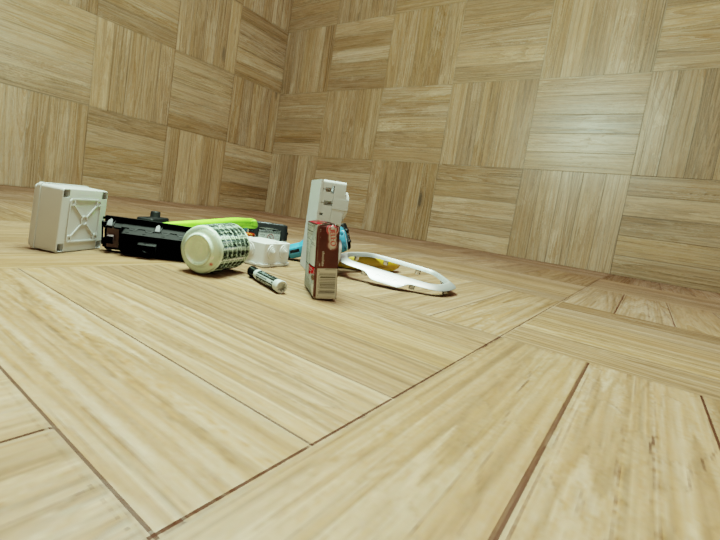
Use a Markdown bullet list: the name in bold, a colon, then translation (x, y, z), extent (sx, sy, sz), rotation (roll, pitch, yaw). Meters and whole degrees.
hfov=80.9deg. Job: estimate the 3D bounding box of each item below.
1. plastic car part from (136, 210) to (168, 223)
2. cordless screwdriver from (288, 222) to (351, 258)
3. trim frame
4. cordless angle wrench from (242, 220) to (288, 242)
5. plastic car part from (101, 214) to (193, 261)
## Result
- **plastic car part**: translation (-0.467, -0.098, 0.949), extent (0.066, 0.070, 0.117), rotation (9, 10, 0)
- **cordless screwdriver**: translation (-0.105, -0.069, 1.076), extent (0.161, 0.074, 0.248), rotation (-11, 7, 6)
- **trim frame**: translation (0.071, 0.002, 0.875), extent (0.257, 0.027, 0.180), rotation (18, 14, 16)
- **cordless angle wrench**: translation (-0.297, -0.109, 1.212), extent (0.095, 0.074, 0.439), rotation (6, 6, -22)
- **plastic car part**: translation (-0.360, -0.051, 0.761), extent (0.197, 0.065, 0.070), rotation (6, 17, -18)
